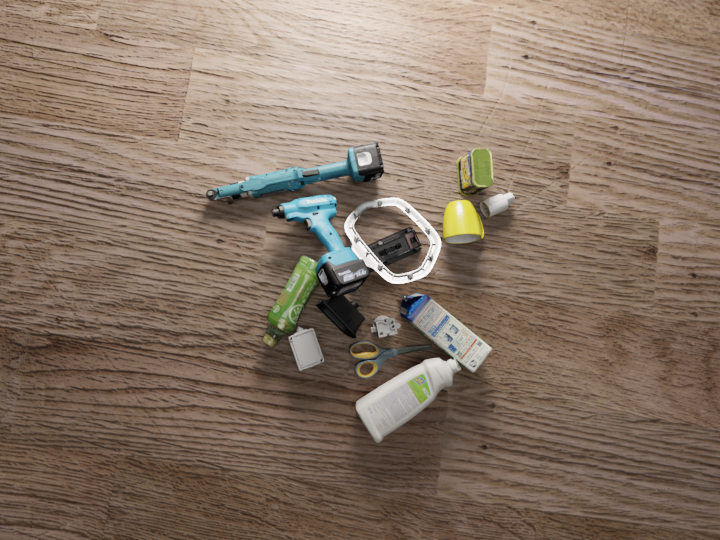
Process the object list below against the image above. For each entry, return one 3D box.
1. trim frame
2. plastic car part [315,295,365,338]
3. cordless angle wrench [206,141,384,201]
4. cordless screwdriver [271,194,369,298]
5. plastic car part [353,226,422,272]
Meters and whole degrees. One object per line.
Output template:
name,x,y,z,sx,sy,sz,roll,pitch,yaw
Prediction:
trim frame,0.071,-0.078,0.988,0.183,0.026,0.260,-34,62,-7
plastic car part,-0.039,0.097,1.007,0.116,0.067,0.070,43,69,-4
cordless angle wrench,-0.160,-0.221,1.015,0.423,0.097,0.075,-12,89,0
cordless screwdriver,-0.093,-0.061,0.955,0.154,0.074,0.258,-12,64,-27
plastic car part,0.053,-0.039,1.021,0.202,0.068,0.066,-23,96,-3
